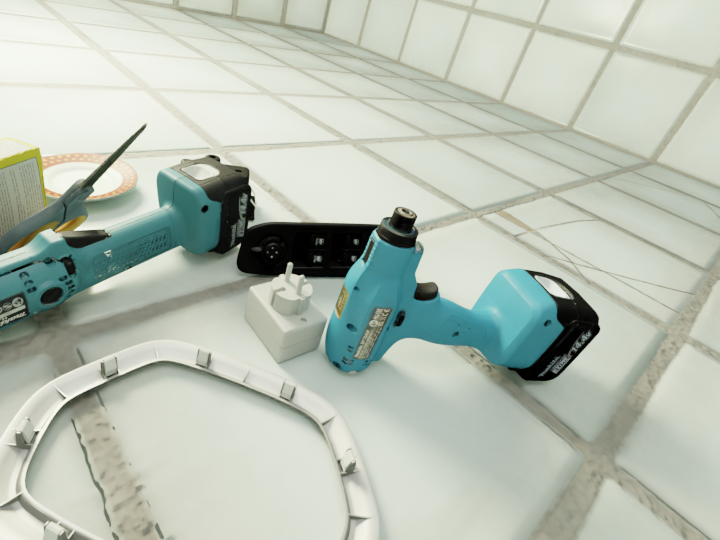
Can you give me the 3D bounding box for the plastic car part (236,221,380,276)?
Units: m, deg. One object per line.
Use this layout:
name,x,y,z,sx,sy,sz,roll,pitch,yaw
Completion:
plastic car part,-0.049,-0.032,0.505,0.195,0.065,0.071,-2,27,-26

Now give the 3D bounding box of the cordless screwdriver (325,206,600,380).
cordless screwdriver,0.101,0.028,0.389,0.241,0.157,0.078,7,34,-19

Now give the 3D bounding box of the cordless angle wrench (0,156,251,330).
cordless angle wrench,-0.264,0.005,0.345,0.077,0.096,0.414,30,39,19

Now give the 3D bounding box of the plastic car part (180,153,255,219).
plastic car part,-0.194,-0.117,0.565,0.113,0.070,0.069,10,31,-17

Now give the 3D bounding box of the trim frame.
trim frame,-0.106,0.125,0.276,0.251,0.027,0.185,20,34,4
